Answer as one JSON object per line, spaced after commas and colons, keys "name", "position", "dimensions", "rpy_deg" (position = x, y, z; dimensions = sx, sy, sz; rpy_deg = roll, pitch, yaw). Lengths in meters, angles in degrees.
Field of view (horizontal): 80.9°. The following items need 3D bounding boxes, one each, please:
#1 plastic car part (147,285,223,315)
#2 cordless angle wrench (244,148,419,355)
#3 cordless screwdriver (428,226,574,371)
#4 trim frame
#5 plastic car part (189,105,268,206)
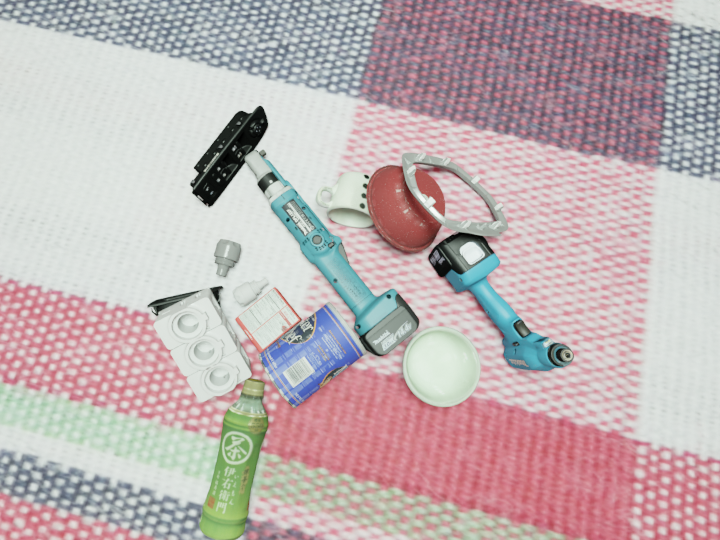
{"name": "plastic car part", "position": [-0.286, 0.071, 0.713], "dimensions": [0.115, 0.067, 0.070], "rpy_deg": [-9, 96, -7]}
{"name": "cordless angle wrench", "position": [-0.071, -0.047, 0.730], "dimensions": [0.097, 0.073, 0.432], "rpy_deg": [-38, 79, -8]}
{"name": "cordless screwdriver", "position": [0.217, 0.045, 0.665], "dimensions": [0.074, 0.157, 0.254], "rpy_deg": [-32, 80, -9]}
{"name": "trim frame", "position": [0.160, -0.125, 0.693], "dimensions": [0.237, 0.028, 0.191], "rpy_deg": [-2, 56, -44]}
{"name": "plastic car part", "position": [-0.242, -0.216, 0.772], "dimensions": [0.070, 0.063, 0.203], "rpy_deg": [32, 80, 29]}
